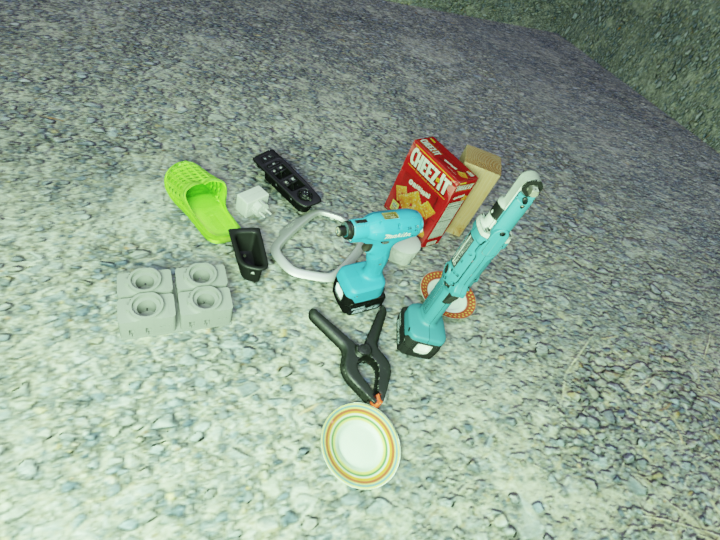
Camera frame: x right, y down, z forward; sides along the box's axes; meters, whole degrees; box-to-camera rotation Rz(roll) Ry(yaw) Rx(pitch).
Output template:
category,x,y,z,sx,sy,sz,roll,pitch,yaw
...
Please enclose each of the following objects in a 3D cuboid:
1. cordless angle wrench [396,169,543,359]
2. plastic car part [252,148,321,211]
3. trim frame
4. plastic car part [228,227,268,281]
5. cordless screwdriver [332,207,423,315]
category,x,y,z,sx,sy,sz,roll,pitch,yaw
cordless angle wrench,0.168,0.005,0.704,0.073,0.418,0.100,15,46,-9
plastic car part,-0.183,-0.212,1.042,0.211,0.066,0.065,42,49,21
trim frame,-0.094,-0.061,0.957,0.188,0.027,0.246,30,47,11
plastic car part,-0.226,-0.024,0.852,0.064,0.070,0.122,-5,51,-24
cordless screwdriver,0.002,-0.013,0.790,0.154,0.246,0.078,-8,54,-27
